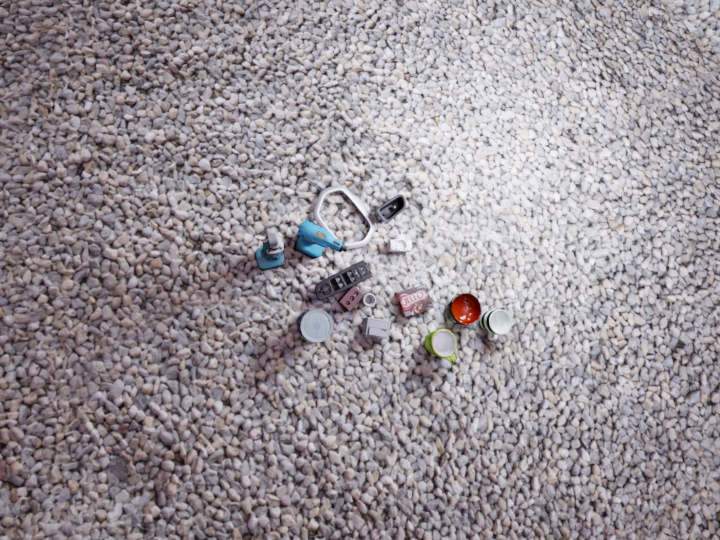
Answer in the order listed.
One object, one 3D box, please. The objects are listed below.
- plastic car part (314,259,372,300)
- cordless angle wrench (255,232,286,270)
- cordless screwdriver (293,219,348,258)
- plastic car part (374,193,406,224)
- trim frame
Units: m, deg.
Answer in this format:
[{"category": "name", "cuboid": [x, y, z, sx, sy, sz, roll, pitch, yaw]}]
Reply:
[{"category": "plastic car part", "cuboid": [-0.066, 0.037, 1.450, 0.201, 0.067, 0.067, -26, 88, -11]}, {"category": "cordless angle wrench", "cuboid": [-0.263, -0.061, 1.257, 0.096, 0.427, 0.075, -14, 88, -14]}, {"category": "cordless screwdriver", "cuboid": [-0.134, -0.088, 1.368, 0.158, 0.251, 0.074, 27, 79, -7]}, {"category": "plastic car part", "cuboid": [0.107, -0.217, 1.513, 0.115, 0.071, 0.066, -37, 91, -12]}, {"category": "trim frame", "cuboid": [-0.057, -0.189, 1.508, 0.183, 0.027, 0.249, -40, 88, -12]}]
